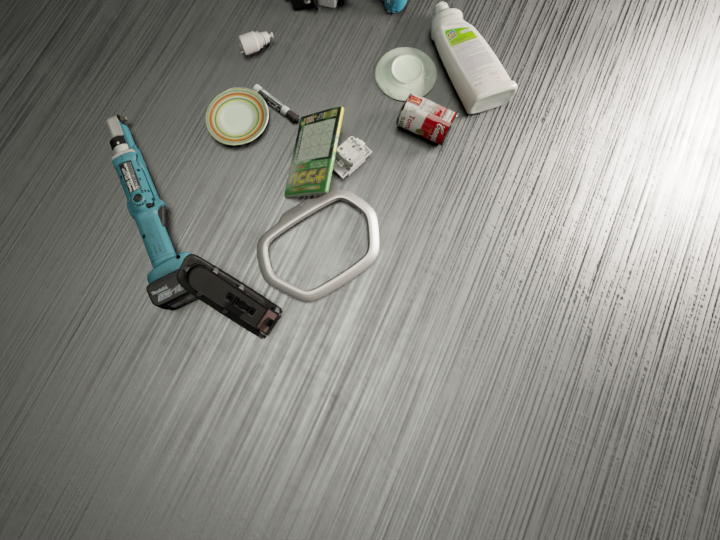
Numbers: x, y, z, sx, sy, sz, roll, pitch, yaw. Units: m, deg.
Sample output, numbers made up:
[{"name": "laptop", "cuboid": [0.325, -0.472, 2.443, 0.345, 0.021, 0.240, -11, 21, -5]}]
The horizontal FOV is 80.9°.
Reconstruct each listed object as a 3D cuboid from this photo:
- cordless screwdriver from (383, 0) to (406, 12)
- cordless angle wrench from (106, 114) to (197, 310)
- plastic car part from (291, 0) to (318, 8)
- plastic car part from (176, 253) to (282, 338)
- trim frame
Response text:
[{"name": "cordless screwdriver", "cuboid": [0.002, -0.665, 0.882, 0.255, 0.156, 0.074, 39, 80, 11]}, {"name": "cordless angle wrench", "cuboid": [-0.418, -0.130, 0.820, 0.097, 0.073, 0.434, -26, 75, -5]}, {"name": "plastic car part", "cuboid": [-0.137, -0.633, 0.934, 0.072, 0.064, 0.118, -8, 80, 14]}, {"name": "plastic car part", "cuboid": [-0.226, 0.048, 0.732, 0.197, 0.069, 0.066, 37, 85, -16]}, {"name": "trim frame", "cuboid": [-0.079, -0.052, 0.807, 0.248, 0.027, 0.188, -34, 79, -4]}]
